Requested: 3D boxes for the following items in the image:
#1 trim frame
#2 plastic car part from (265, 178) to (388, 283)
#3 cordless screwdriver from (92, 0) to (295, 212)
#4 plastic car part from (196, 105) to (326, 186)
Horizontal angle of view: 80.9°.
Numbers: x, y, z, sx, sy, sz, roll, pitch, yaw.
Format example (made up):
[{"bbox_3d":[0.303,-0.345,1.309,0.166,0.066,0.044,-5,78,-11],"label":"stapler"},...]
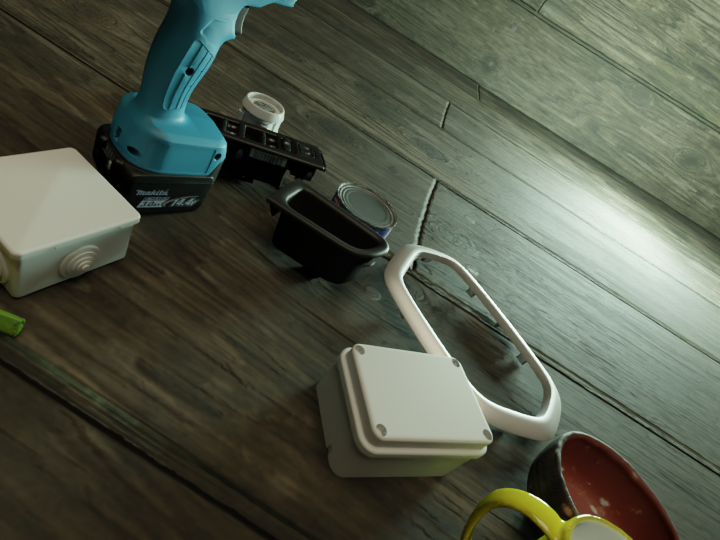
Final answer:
[{"bbox_3d":[0.120,0.065,0.466,0.176,0.027,0.260,-5,49,-41],"label":"trim frame"},{"bbox_3d":[-0.041,-0.027,0.415,0.118,0.071,0.065,37,35,5],"label":"plastic car part"},{"bbox_3d":[-0.128,-0.164,0.358,0.153,0.249,0.077,-16,60,-48],"label":"cordless screwdriver"},{"bbox_3d":[-0.143,-0.140,0.477,0.196,0.067,0.069,18,38,-20],"label":"plastic car part"}]
